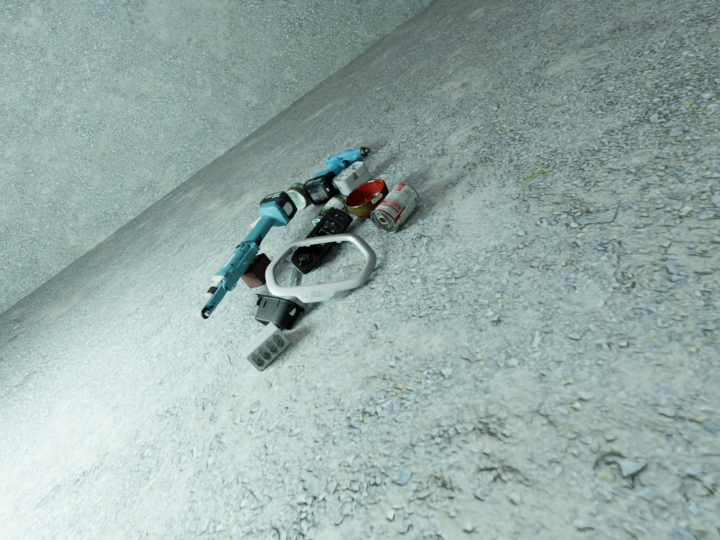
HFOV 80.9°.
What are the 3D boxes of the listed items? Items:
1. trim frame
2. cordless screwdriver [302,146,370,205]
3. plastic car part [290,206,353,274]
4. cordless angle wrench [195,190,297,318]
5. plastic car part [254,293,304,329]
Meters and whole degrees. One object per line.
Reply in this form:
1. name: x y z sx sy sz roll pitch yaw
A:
1. trim frame: -0.088 -0.010 0.915 0.253 0.026 0.189 -7 44 11
2. cordless screwdriver: -0.069 -0.308 1.324 0.165 0.071 0.250 -13 34 32
3. plastic car part: -0.101 -0.066 1.028 0.202 0.067 0.067 -54 -4 -33
4. cordless angle wrench: -0.296 -0.045 1.090 0.102 0.071 0.425 -8 42 36
5. plastic car part: -0.182 0.096 0.902 0.123 0.062 0.071 6 64 44
